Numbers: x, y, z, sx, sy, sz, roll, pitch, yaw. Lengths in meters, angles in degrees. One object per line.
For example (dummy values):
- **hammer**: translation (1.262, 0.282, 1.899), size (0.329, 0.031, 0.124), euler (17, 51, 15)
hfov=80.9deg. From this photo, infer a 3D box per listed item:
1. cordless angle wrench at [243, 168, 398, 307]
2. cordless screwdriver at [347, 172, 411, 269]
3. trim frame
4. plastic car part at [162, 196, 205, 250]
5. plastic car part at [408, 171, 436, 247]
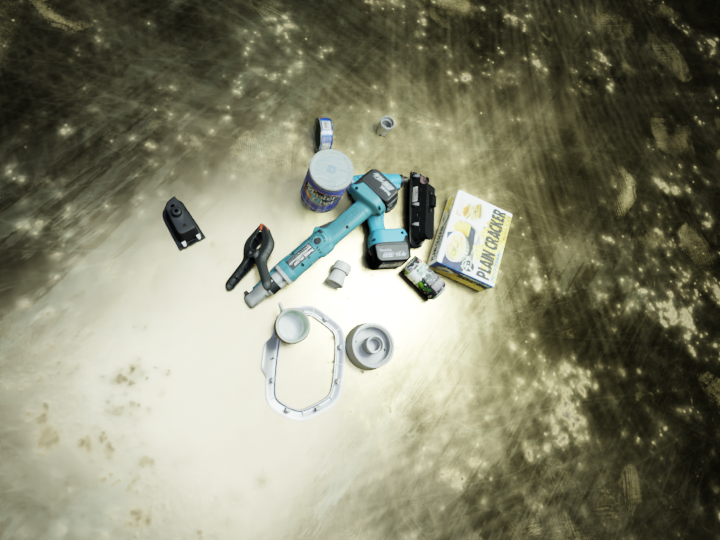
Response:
- **cordless angle wrench**: translation (-0.094, -0.062, 0.965), size (0.421, 0.072, 0.101), euler (-41, 73, -6)
- **cordless screwdriver**: translation (0.069, -0.132, 1.054), size (0.156, 0.074, 0.255), euler (-9, 71, -14)
- **trim frame**: translation (-0.124, 0.199, 0.934), size (0.181, 0.027, 0.252), euler (8, 73, -8)
- **plastic car part**: translation (-0.408, -0.116, 0.953), size (0.065, 0.071, 0.118), euler (-30, 85, -21)
- **plastic car part**: translation (0.161, -0.155, 1.079), size (0.062, 0.070, 0.205), euler (26, 67, -50)
